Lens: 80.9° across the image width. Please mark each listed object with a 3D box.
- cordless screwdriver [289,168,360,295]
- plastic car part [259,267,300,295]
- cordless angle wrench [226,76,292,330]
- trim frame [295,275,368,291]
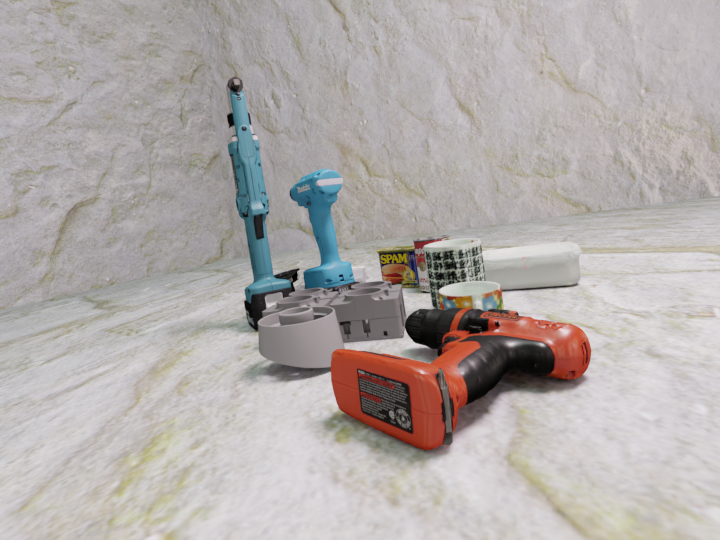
[{"bbox_3d":[-0.074,-0.049,0.759,0.072,0.248,0.165,-10,4,-29],"label":"cordless screwdriver"},{"bbox_3d":[-0.176,0.044,0.883,0.067,0.066,0.201,-8,6,8],"label":"plastic car part"},{"bbox_3d":[-0.185,-0.116,0.727,0.072,0.421,0.101,-10,3,-22],"label":"cordless angle wrench"},{"bbox_3d":[-0.076,0.031,1.030,0.183,0.027,0.252,-10,7,-7],"label":"trim frame"}]
